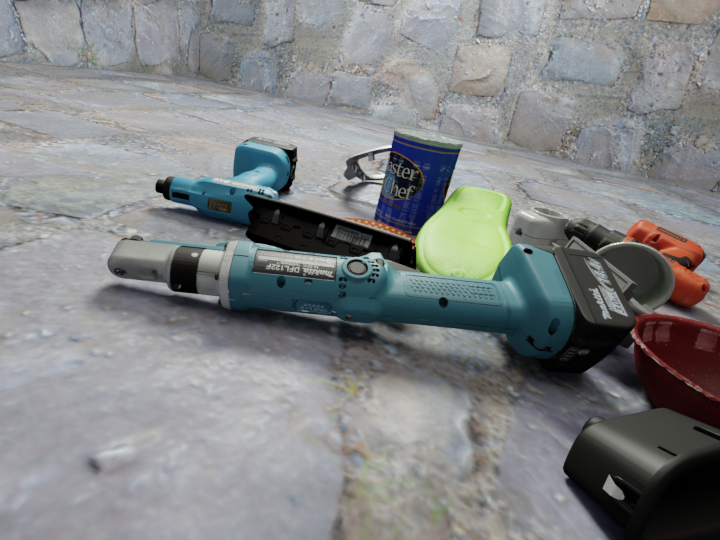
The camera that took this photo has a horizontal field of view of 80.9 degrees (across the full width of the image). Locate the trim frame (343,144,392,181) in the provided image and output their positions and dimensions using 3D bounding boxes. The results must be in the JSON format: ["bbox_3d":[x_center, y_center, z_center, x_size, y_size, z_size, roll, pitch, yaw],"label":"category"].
[{"bbox_3d":[0.061,-0.196,0.801,0.188,0.027,0.244,-5,2,11],"label":"trim frame"}]

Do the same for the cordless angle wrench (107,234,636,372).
[{"bbox_3d":[-0.005,0.013,0.365,0.422,0.072,0.100,6,47,-1],"label":"cordless angle wrench"}]

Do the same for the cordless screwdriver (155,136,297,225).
[{"bbox_3d":[-0.185,-0.142,0.639,0.159,0.073,0.253,10,28,-2],"label":"cordless screwdriver"}]

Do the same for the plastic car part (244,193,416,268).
[{"bbox_3d":[-0.045,-0.030,0.462,0.211,0.067,0.064,23,-10,20],"label":"plastic car part"}]

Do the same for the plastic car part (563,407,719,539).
[{"bbox_3d":[0.176,0.115,0.254,0.114,0.065,0.073,0,11,-17],"label":"plastic car part"}]
